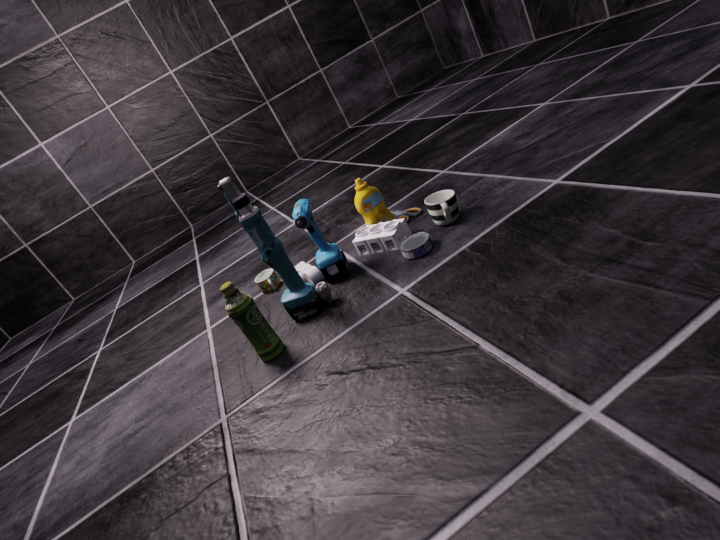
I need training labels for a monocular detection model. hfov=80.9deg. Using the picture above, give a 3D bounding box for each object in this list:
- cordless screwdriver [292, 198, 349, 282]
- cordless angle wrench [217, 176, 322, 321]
[{"bbox_3d":[-0.117,-0.077,1.201,0.075,0.240,0.163,-26,22,10],"label":"cordless screwdriver"},{"bbox_3d":[-0.233,-0.056,1.090,0.100,0.409,0.075,-23,22,16],"label":"cordless angle wrench"}]
